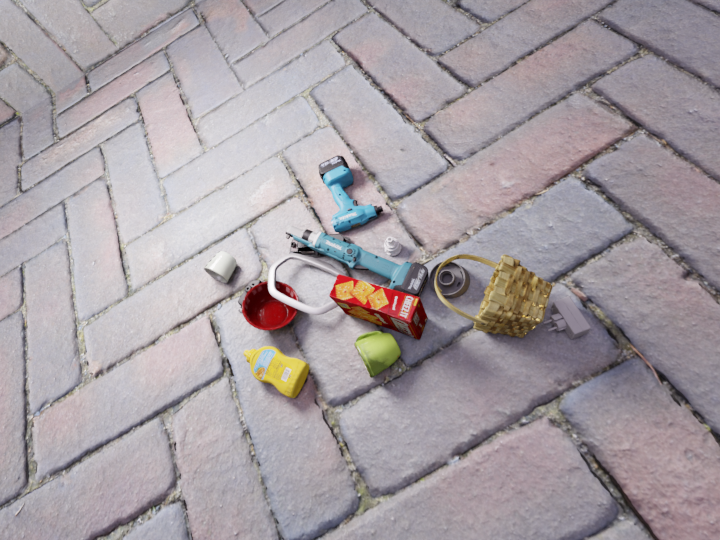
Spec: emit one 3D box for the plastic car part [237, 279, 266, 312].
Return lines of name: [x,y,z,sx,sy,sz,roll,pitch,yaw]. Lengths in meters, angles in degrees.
plastic car part: [-0.324,0.073,1.258,0.069,0.068,0.117,18,74,23]

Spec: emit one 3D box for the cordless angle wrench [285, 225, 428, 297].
cordless angle wrench: [-0.025,-0.041,1.175,0.439,0.071,0.098,23,75,20]

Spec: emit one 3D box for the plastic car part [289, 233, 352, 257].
plastic car part: [-0.125,-0.082,1.277,0.208,0.064,0.068,0,57,16]

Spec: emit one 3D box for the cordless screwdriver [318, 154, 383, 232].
cordless screwdriver: [-0.036,-0.247,1.325,0.161,0.071,0.258,-20,63,8]

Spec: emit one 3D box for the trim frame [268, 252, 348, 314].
trim frame: [-0.151,0.034,1.214,0.257,0.026,0.184,19,57,18]
